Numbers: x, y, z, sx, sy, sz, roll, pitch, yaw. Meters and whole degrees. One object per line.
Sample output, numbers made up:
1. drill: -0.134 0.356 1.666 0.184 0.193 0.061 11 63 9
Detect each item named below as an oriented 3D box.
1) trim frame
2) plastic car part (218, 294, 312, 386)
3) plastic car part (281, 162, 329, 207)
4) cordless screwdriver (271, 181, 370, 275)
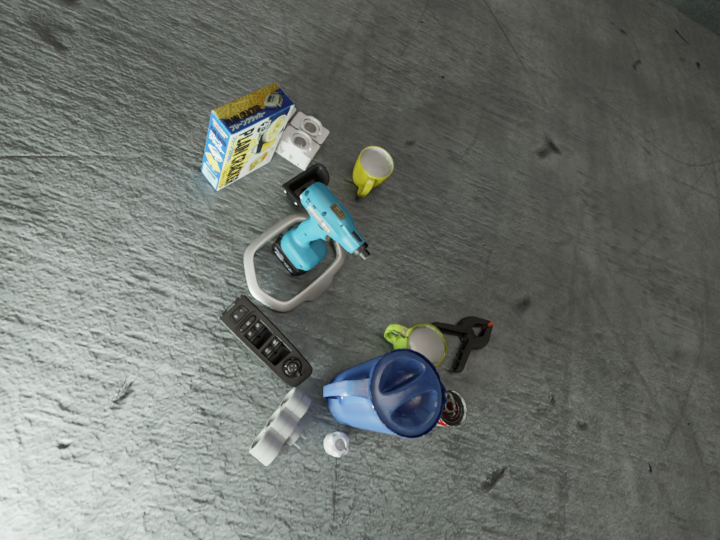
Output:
1. trim frame: -0.140 -0.022 0.921 0.185 0.028 0.245 47 60 2
2. plastic car part: -0.182 0.143 0.813 0.203 0.067 0.066 44 60 0
3. plastic car part: -0.125 -0.188 0.972 0.066 0.072 0.115 48 60 -1
4. cordless screwdriver: -0.081 -0.053 0.829 0.073 0.252 0.160 -38 89 -31
